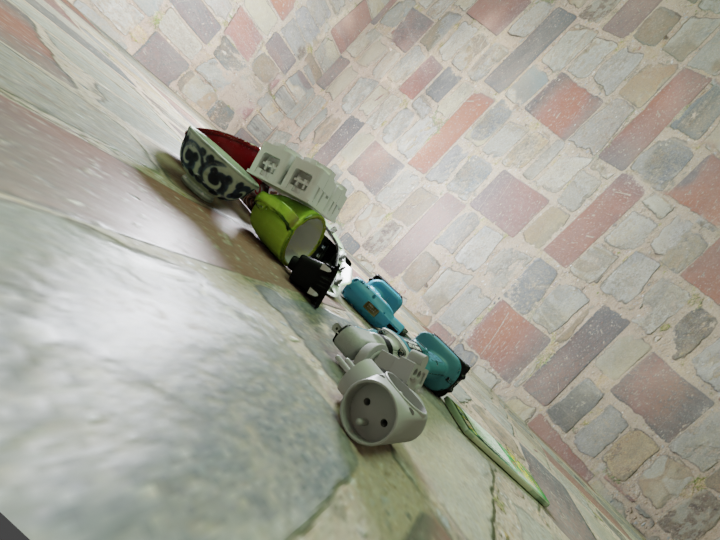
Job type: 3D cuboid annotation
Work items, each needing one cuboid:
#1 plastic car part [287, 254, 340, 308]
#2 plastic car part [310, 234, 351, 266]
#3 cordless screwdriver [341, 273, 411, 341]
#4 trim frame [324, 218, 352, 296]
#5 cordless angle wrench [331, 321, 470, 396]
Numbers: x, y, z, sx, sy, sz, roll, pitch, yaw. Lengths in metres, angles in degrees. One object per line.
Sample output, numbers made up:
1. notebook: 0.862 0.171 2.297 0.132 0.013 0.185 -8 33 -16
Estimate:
1. plastic car part: -0.070 0.004 0.603 0.071 0.066 0.117 29 1 -4
2. plastic car part: -0.101 -0.046 0.894 0.193 0.066 0.070 40 -21 -32
3. cordless screwdriver: 0.050 0.081 0.920 0.163 0.074 0.243 44 7 8
4. trim frame: -0.077 -0.051 0.792 0.178 0.028 0.253 50 18 -19
5. cordless angle wrench: 0.066 0.122 0.592 0.103 0.074 0.402 45 6 27
